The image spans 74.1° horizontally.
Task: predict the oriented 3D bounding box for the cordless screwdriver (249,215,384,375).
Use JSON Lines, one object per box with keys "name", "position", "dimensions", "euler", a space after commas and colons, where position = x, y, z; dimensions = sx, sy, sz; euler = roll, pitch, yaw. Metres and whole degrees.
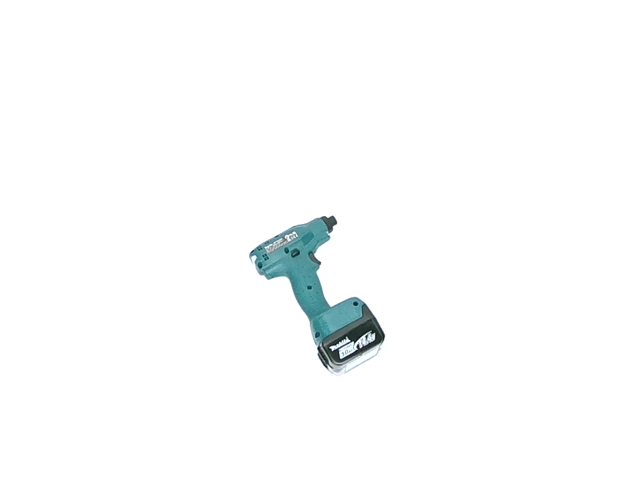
{"name": "cordless screwdriver", "position": [0.013, 0.074, 0.673], "dimensions": [0.159, 0.249, 0.074], "euler": [-30, -26, -15]}
